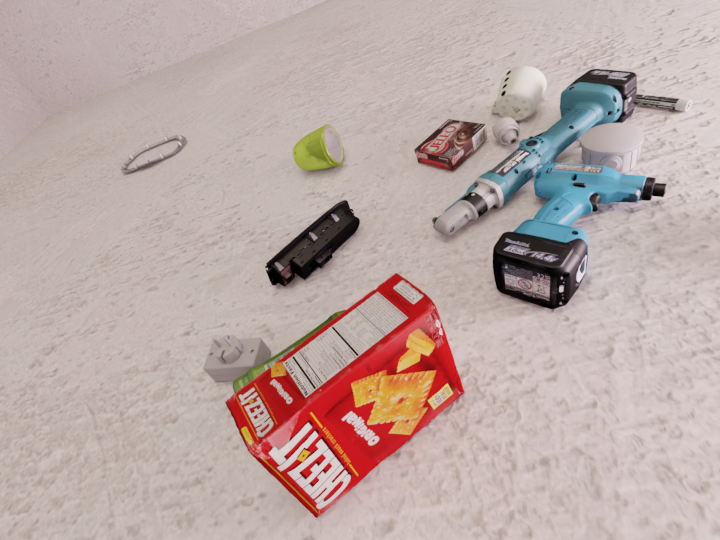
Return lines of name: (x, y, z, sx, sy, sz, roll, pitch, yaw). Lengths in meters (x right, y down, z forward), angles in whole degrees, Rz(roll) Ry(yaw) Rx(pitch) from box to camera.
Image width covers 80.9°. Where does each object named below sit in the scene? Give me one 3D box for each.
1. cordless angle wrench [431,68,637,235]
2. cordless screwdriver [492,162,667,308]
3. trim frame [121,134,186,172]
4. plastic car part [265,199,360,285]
cordless angle wrench: (0.284, -0.190, 0.700, 0.420, 0.071, 0.104, -39, 43, -12)
cordless screwdriver: (0.287, -0.059, 0.561, 0.168, 0.071, 0.247, 15, 51, 36)
trim frame: (-0.701, -0.398, 1.430, 0.250, 0.026, 0.192, -18, 43, 6)
plastic car part: (-0.071, -0.047, 0.731, 0.071, 0.063, 0.201, 26, 62, 31)
